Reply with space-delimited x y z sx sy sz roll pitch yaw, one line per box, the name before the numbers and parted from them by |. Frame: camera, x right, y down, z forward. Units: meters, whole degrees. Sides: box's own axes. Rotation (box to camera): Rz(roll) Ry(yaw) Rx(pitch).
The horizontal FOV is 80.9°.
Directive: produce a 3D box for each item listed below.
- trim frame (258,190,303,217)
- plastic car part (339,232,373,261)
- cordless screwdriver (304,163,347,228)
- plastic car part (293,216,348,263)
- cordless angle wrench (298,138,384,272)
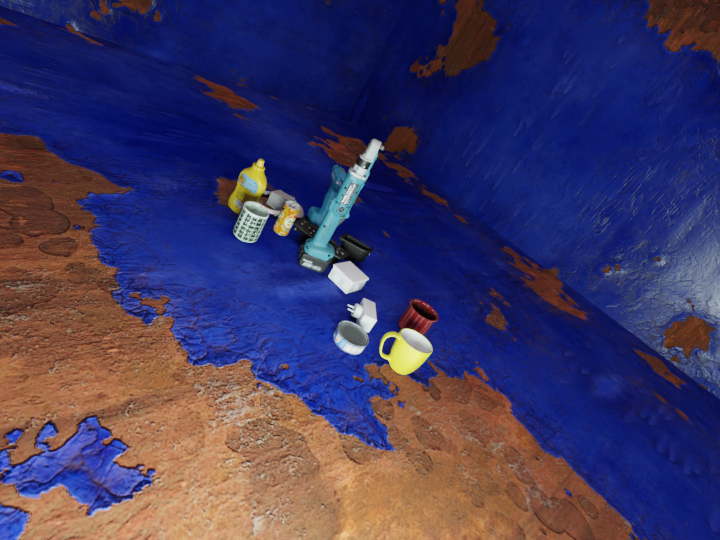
trim frame | -0.309 -0.243 1.521 0.236 0.027 0.194 -1 38 -45
plastic car part | -0.024 -0.067 1.430 0.119 0.071 0.065 33 26 9
cordless screwdriver | -0.118 -0.240 1.450 0.071 0.248 0.166 19 28 -24
plastic car part | -0.133 -0.087 1.364 0.208 0.067 0.065 34 26 11
cordless angle wrench | -0.056 -0.184 1.209 0.095 0.422 0.077 22 27 -18
